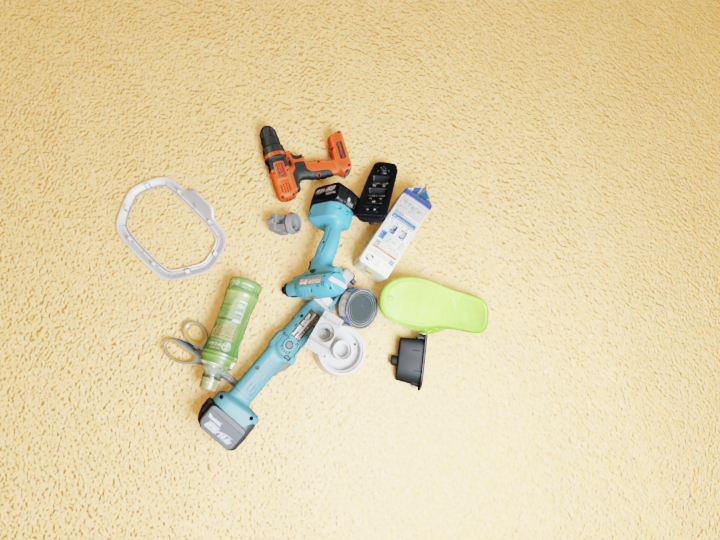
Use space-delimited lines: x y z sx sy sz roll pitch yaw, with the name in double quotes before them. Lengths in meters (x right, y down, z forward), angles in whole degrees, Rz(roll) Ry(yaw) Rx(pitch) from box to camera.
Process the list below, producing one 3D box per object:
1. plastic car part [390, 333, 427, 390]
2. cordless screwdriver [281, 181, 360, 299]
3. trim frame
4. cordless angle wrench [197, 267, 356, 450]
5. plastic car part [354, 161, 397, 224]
"plastic car part" 0.101 0.188 0.893 0.072 0.064 0.117 10 79 8
"cordless screwdriver" -0.088 -0.057 0.899 0.070 0.166 0.253 32 58 -41
"trim frame" -0.405 -0.093 0.907 0.251 0.027 0.183 44 74 6
"cordless angle wrench" -0.150 0.153 0.857 0.097 0.076 0.421 42 70 -8
"plastic car part" 0.044 -0.168 0.935 0.068 0.064 0.206 -1 49 19
